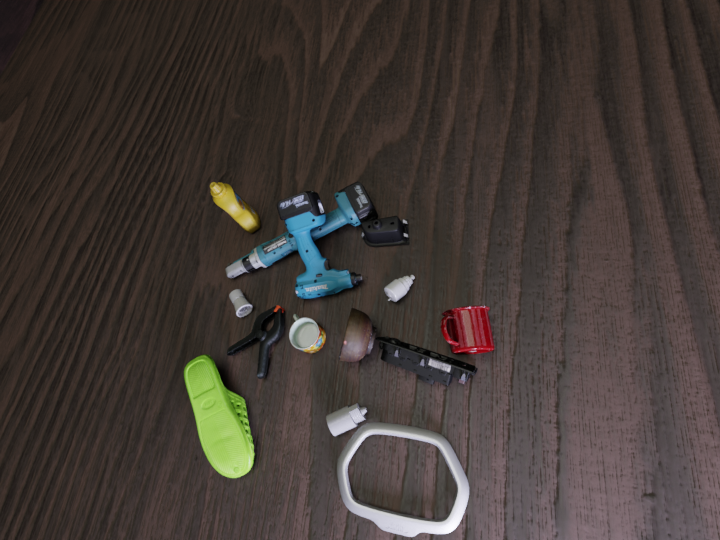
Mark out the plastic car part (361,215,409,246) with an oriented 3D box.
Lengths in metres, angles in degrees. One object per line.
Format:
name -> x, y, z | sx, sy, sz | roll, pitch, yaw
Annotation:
plastic car part -> 0.052, -0.098, 1.004 | 0.119, 0.068, 0.067 | -5, 65, 14

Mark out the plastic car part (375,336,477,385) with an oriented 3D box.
plastic car part -> 0.125, 0.185, 0.858 | 0.212, 0.064, 0.066 | 20, 101, 25

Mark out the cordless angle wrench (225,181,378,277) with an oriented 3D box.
cordless angle wrench -> -0.164, -0.083, 1.080 | 0.427, 0.071, 0.102 | -27, 61, 10

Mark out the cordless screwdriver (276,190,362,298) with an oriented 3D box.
cordless screwdriver -> -0.097, -0.063, 0.991 | 0.162, 0.073, 0.247 | -12, 95, 14

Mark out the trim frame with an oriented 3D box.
trim frame -> 0.074, 0.391, 0.799 | 0.256, 0.026, 0.187 | 0, 66, 19
